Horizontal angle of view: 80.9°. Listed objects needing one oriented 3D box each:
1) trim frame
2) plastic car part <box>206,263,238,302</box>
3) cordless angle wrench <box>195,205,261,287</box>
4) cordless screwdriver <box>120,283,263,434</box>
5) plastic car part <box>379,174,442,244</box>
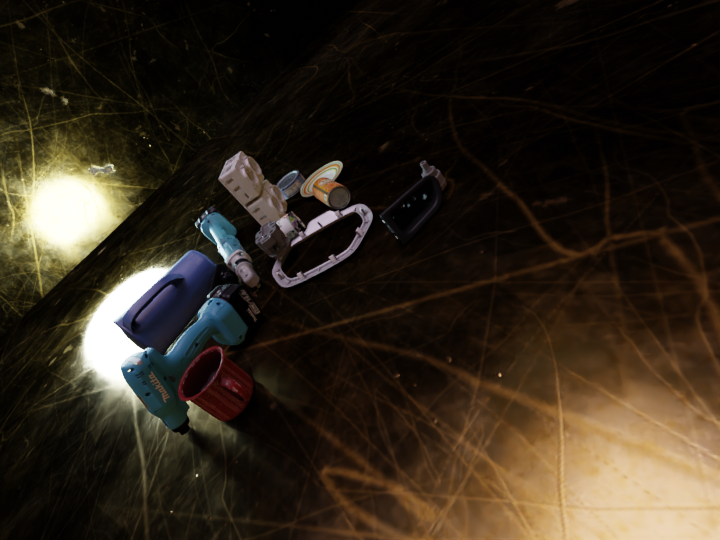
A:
[{"bbox_3d":[-0.083,-0.055,0.854,0.253,0.026,0.189,-28,34,22],"label":"trim frame"},{"bbox_3d":[-0.304,0.063,0.918,0.067,0.064,0.210,-56,26,27],"label":"plastic car part"},{"bbox_3d":[-0.328,-0.059,1.059,0.074,0.093,0.446,-46,36,-4],"label":"cordless angle wrench"},{"bbox_3d":[-0.273,0.145,0.740,0.078,0.154,0.246,-6,30,40],"label":"cordless screwdriver"},{"bbox_3d":[0.081,-0.107,0.723,0.116,0.064,0.073,-45,17,-13],"label":"plastic car part"}]
